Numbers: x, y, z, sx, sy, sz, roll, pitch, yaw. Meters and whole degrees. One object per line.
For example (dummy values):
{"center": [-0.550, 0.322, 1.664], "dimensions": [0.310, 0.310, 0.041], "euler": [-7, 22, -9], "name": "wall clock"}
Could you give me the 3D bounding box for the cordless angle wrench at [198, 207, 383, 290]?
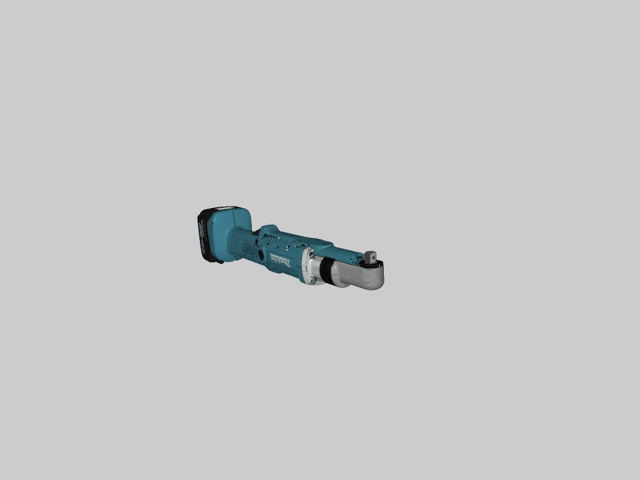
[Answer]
{"center": [-0.063, 0.014, 0.609], "dimensions": [0.074, 0.098, 0.423], "euler": [-12, 15, -35], "name": "cordless angle wrench"}
